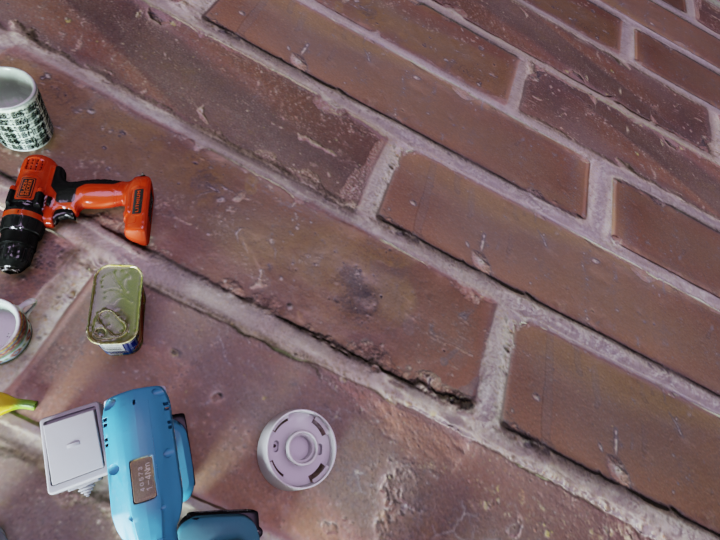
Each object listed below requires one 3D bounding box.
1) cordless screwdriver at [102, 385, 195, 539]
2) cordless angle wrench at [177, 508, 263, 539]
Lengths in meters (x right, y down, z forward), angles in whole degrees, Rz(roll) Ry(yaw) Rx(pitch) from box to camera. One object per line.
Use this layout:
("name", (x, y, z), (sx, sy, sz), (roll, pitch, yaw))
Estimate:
("cordless screwdriver", (-0.200, 0.211, 0.413), (0.072, 0.249, 0.164), (-9, 71, -25))
("cordless angle wrench", (-0.098, 0.250, 0.324), (0.095, 0.424, 0.076), (7, 66, -19))
